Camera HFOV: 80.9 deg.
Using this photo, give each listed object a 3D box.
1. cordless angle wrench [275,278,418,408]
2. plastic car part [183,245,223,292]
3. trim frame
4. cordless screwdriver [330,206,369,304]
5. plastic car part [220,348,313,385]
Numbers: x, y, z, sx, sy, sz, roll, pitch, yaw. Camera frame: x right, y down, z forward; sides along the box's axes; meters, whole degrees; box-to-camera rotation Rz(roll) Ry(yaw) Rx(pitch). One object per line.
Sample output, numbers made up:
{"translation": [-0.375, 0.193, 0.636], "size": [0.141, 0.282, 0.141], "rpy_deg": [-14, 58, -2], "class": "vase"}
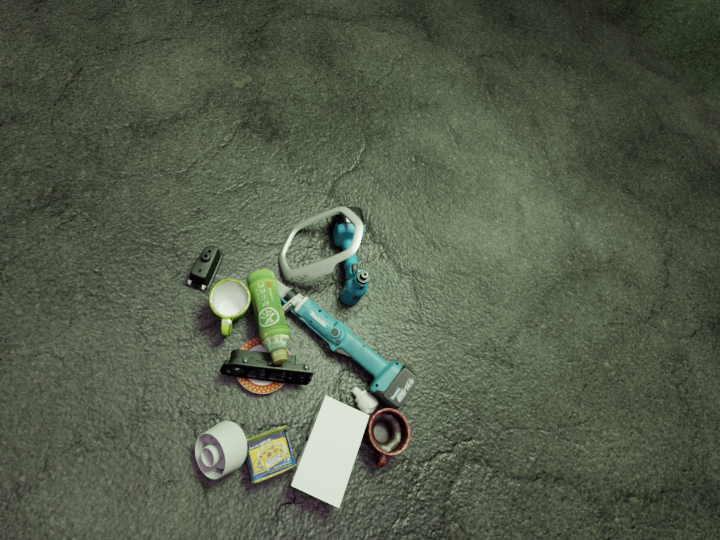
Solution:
{"translation": [-0.060, 0.153, 1.012], "size": [0.435, 0.072, 0.098], "rpy_deg": [37, 79, 14], "class": "cordless angle wrench"}
{"translation": [-0.380, -0.015, 1.034], "size": [0.065, 0.071, 0.118], "rpy_deg": [21, 66, -6], "class": "plastic car part"}
{"translation": [-0.104, -0.068, 1.059], "size": [0.254, 0.026, 0.190], "rpy_deg": [-19, 53, 21], "class": "trim frame"}
{"translation": [-0.021, -0.051, 1.072], "size": [0.073, 0.158, 0.256], "rpy_deg": [1, 64, -15], "class": "cordless screwdriver"}
{"translation": [-0.209, 0.210, 0.942], "size": [0.200, 0.065, 0.069], "rpy_deg": [5, 57, -9], "class": "plastic car part"}
